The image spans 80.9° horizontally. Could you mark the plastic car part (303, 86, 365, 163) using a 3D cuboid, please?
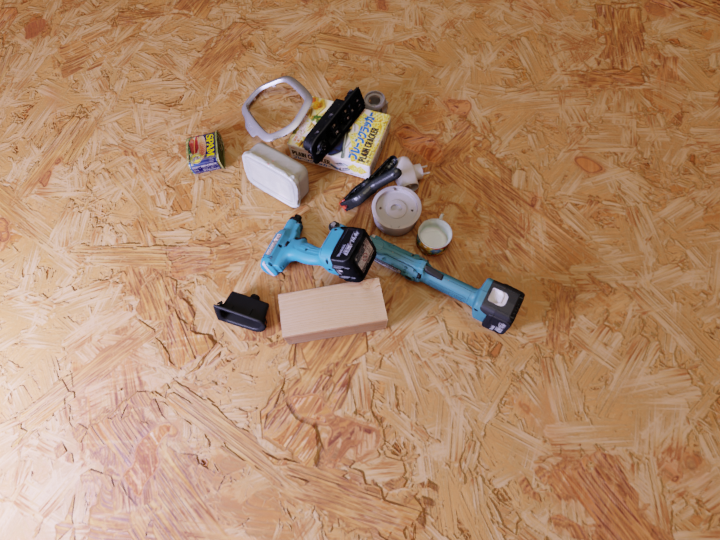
[{"bbox_3d":[-0.069,-0.342,0.990,0.070,0.063,0.203,25,73,23],"label":"plastic car part"}]

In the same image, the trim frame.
[{"bbox_3d":[-0.221,-0.420,1.093,0.184,0.026,0.262,-39,55,2],"label":"trim frame"}]

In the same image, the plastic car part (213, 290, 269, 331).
[{"bbox_3d":[-0.246,0.082,0.910,0.118,0.064,0.072,14,56,7],"label":"plastic car part"}]

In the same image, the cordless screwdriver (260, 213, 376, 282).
[{"bbox_3d":[-0.088,-0.058,0.899,0.261,0.070,0.160,3,55,34],"label":"cordless screwdriver"}]

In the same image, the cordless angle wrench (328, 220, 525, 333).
[{"bbox_3d":[0.114,-0.006,0.893,0.439,0.094,0.074,27,73,20],"label":"cordless angle wrench"}]
